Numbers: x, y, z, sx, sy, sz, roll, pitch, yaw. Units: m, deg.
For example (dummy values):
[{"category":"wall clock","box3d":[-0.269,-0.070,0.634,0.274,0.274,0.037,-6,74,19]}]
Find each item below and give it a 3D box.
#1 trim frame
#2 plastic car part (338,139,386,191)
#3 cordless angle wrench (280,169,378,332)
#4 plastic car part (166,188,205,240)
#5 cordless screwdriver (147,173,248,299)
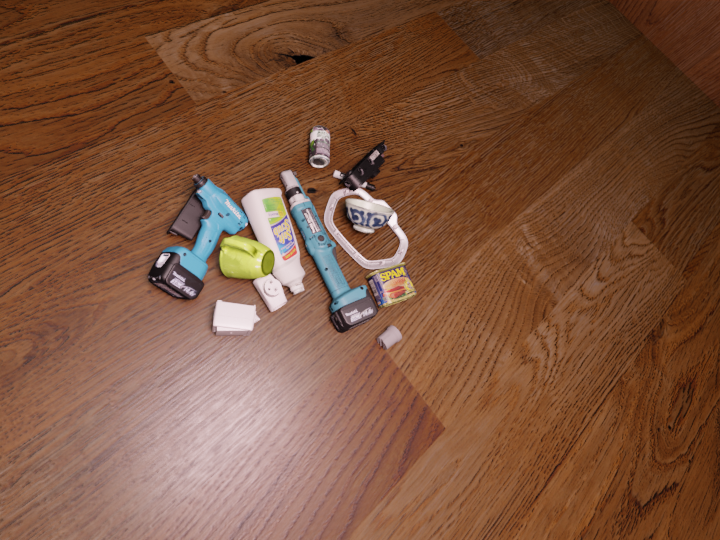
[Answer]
[{"category":"trim frame","box3d":[0.016,-0.112,1.087,0.181,0.027,0.253,-39,81,-29]},{"category":"plastic car part","box3d":[0.012,-0.269,1.121,0.065,0.069,0.200,56,49,-16]},{"category":"cordless angle wrench","box3d":[-0.098,-0.064,1.007,0.095,0.074,0.435,-19,72,-25]},{"category":"plastic car part","box3d":[-0.377,-0.114,0.950,0.068,0.068,0.117,30,65,-22]},{"category":"cordless screwdriver","box3d":[-0.350,-0.072,0.890,0.151,0.078,0.250,51,52,-38]}]
